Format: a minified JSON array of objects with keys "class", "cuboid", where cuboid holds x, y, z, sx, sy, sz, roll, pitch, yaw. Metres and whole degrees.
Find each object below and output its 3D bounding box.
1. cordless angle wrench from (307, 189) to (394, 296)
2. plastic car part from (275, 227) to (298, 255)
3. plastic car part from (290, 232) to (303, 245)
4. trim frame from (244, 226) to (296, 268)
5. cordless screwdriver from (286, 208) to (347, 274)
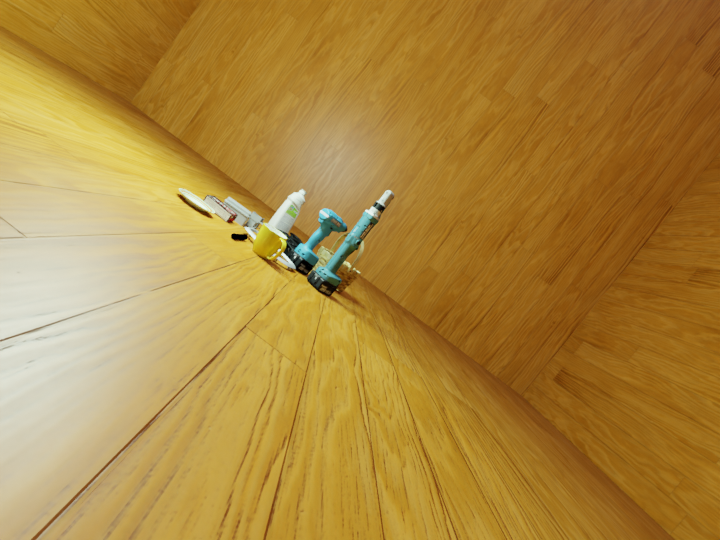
[{"class":"cordless angle wrench","cuboid":[-0.022,-0.104,1.466,0.079,0.423,0.092,40,5,42]},{"class":"plastic car part","cuboid":[-0.288,-0.095,1.675,0.062,0.067,0.215,34,5,-44]},{"class":"plastic car part","cuboid":[-0.296,-0.115,1.838,0.063,0.071,0.121,36,4,-23]},{"class":"trim frame","cuboid":[-0.318,-0.079,1.480,0.263,0.027,0.174,39,4,36]},{"class":"cordless screwdriver","cuboid":[-0.153,-0.100,1.563,0.078,0.249,0.150,40,4,35]}]
